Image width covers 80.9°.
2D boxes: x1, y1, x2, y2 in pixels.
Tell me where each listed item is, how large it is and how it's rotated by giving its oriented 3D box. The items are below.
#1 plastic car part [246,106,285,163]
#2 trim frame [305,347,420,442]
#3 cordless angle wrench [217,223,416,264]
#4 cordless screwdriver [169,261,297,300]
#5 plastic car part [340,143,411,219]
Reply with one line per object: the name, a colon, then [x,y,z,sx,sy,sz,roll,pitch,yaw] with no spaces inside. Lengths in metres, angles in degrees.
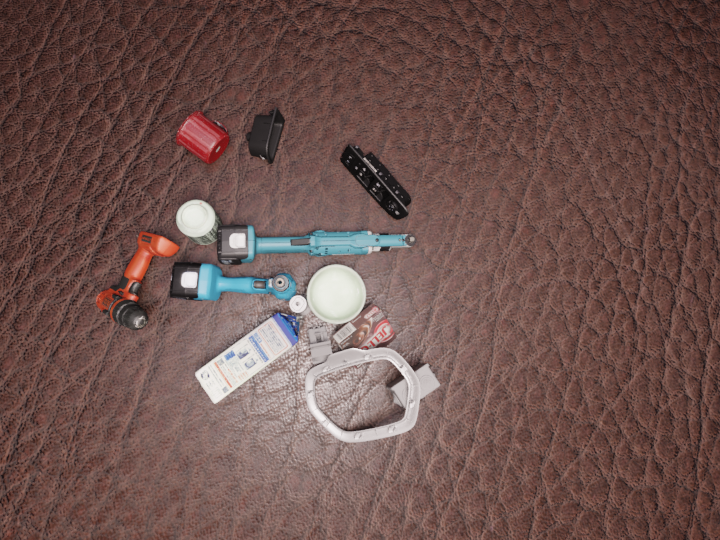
plastic car part: [-0.223,-0.307,0.963,0.073,0.064,0.117,14,83,13]
trim frame: [-0.002,0.243,0.827,0.255,0.027,0.185,-22,86,26]
cordless angle wrench: [-0.089,-0.058,0.910,0.418,0.098,0.075,-2,82,-7]
cordless screwdriver: [-0.253,0.026,0.847,0.249,0.158,0.075,3,82,-1]
plastic car part: [0.042,-0.201,0.953,0.065,0.067,0.206,-32,81,-35]
